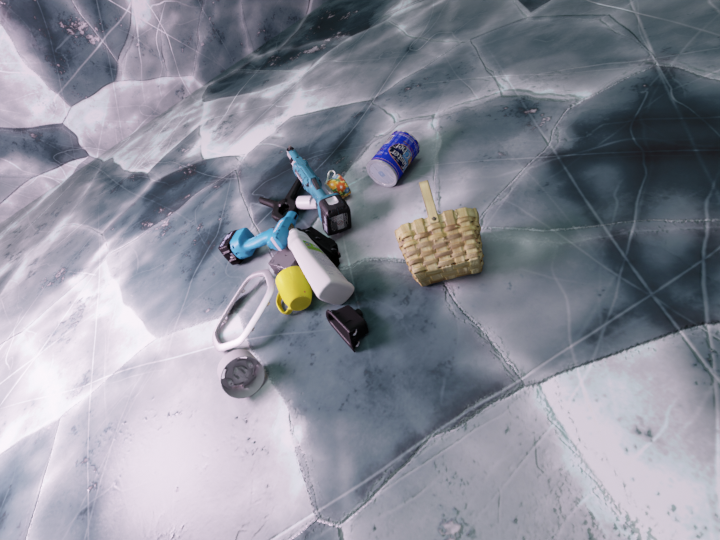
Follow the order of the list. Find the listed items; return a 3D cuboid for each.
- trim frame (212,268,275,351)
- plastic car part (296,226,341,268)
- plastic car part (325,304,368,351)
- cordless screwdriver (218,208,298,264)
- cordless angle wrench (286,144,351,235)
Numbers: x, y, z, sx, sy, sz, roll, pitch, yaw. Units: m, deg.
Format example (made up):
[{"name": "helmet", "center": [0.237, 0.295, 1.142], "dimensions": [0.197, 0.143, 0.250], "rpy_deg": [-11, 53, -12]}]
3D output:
[{"name": "trim frame", "center": [-0.309, 0.103, 1.120], "dimensions": [0.194, 0.026, 0.249], "rpy_deg": [8, 65, 47]}, {"name": "plastic car part", "center": [-0.115, -0.075, 1.177], "dimensions": [0.066, 0.063, 0.215], "rpy_deg": [-37, 43, -22]}, {"name": "plastic car part", "center": [-0.024, 0.116, 0.962], "dimensions": [0.070, 0.063, 0.123], "rpy_deg": [-25, 38, -17]}, {"name": "cordless screwdriver", "center": [-0.299, -0.106, 1.269], "dimensions": [0.258, 0.071, 0.161], "rpy_deg": [-13, 38, 31]}, {"name": "cordless angle wrench", "center": [-0.150, -0.270, 1.304], "dimensions": [0.073, 0.094, 0.446], "rpy_deg": [-20, 47, -15]}]
